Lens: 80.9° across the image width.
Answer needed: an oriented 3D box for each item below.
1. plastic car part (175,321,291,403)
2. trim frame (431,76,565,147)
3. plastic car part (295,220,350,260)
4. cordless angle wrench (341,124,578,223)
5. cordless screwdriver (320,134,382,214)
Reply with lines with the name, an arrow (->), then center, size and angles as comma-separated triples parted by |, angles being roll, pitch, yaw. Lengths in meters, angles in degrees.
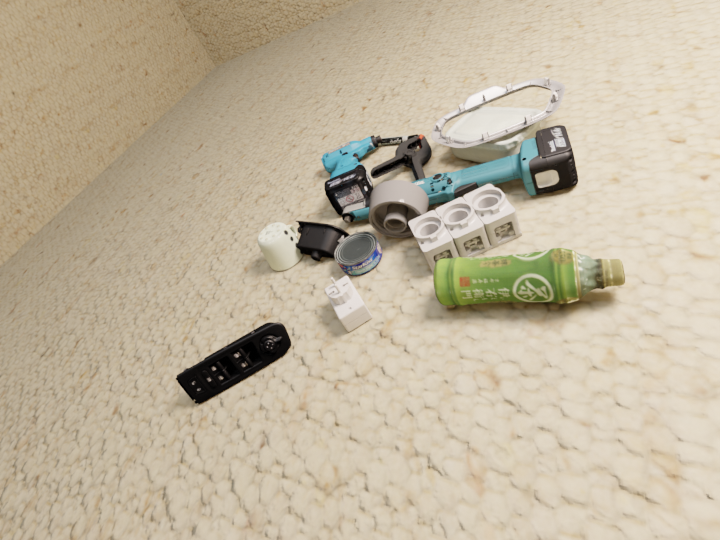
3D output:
plastic car part -> -0.208, 0.149, 0.725 | 0.204, 0.065, 0.068 | -29, 12, 7
trim frame -> 0.257, -0.306, 0.814 | 0.254, 0.026, 0.189 | -20, 39, 18
plastic car part -> -0.084, -0.055, 0.858 | 0.123, 0.062, 0.071 | 13, 71, 39
cordless angle wrench -> 0.153, -0.153, 0.787 | 0.438, 0.071, 0.099 | -11, 42, 29
cordless screwdriver -> -0.011, -0.239, 0.989 | 0.161, 0.071, 0.257 | -23, 36, 12
